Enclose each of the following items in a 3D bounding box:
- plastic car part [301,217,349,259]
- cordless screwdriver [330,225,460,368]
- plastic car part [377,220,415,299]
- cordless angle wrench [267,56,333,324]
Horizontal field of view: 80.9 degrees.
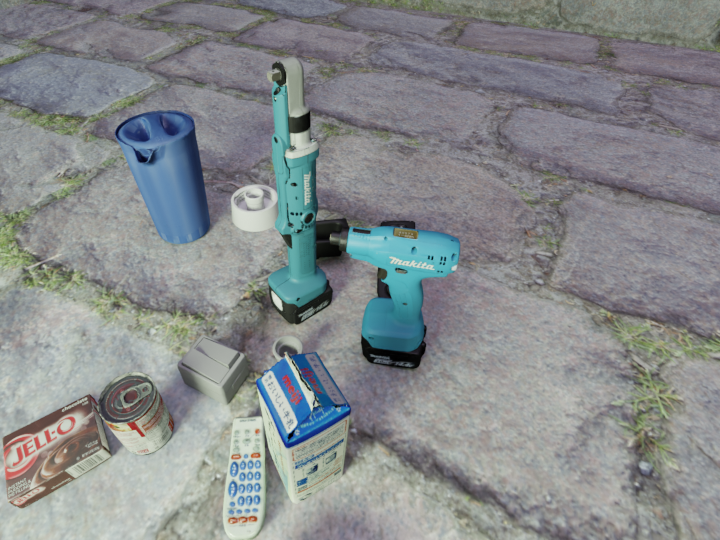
[{"bbox_3d":[-0.079,-0.052,0.809,0.115,0.069,0.069,-7,46,-9],"label":"plastic car part"},{"bbox_3d":[0.034,0.037,0.600,0.161,0.241,0.075,10,45,6],"label":"cordless screwdriver"},{"bbox_3d":[0.063,-0.004,0.765,0.067,0.065,0.208,5,45,2],"label":"plastic car part"},{"bbox_3d":[-0.090,-0.086,0.603,0.096,0.410,0.078,-29,54,-29],"label":"cordless angle wrench"}]
